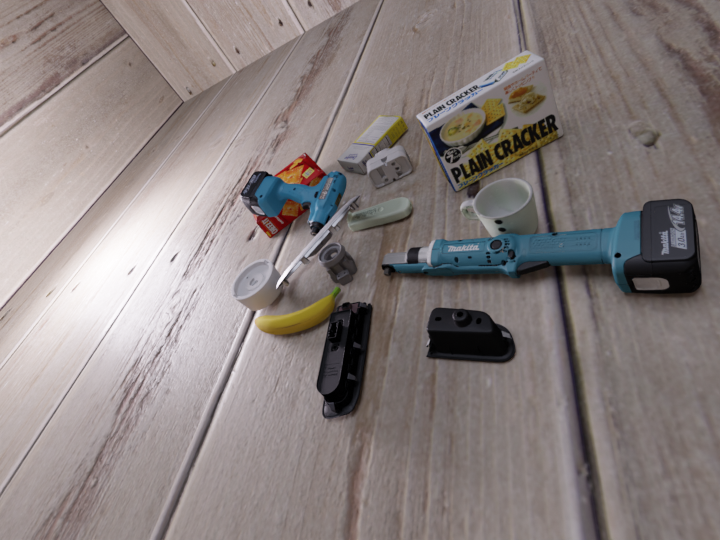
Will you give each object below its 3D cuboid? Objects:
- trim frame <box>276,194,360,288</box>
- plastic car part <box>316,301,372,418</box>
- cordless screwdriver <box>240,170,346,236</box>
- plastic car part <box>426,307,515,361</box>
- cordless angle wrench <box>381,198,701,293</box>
[{"bbox_3d":[-0.082,-0.053,0.834,0.248,0.027,0.185,-50,5,1],"label":"trim frame"},{"bbox_3d":[-0.028,0.126,0.664,0.068,0.063,0.207,-11,47,21],"label":"plastic car part"},{"bbox_3d":[-0.163,-0.155,0.972,0.260,0.070,0.160,6,62,29],"label":"cordless screwdriver"},{"bbox_3d":[0.138,0.078,0.568,0.122,0.067,0.066,-5,48,40],"label":"plastic car part"},{"bbox_3d":[0.209,-0.022,0.615,0.443,0.070,0.099,-2,59,42],"label":"cordless angle wrench"}]
